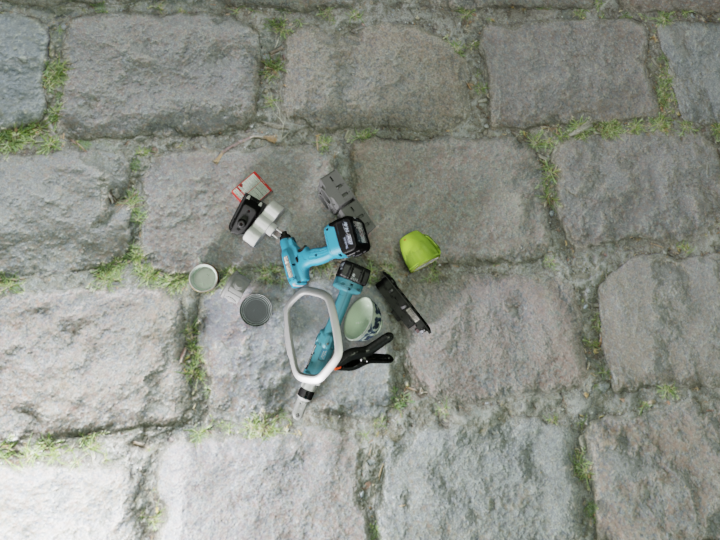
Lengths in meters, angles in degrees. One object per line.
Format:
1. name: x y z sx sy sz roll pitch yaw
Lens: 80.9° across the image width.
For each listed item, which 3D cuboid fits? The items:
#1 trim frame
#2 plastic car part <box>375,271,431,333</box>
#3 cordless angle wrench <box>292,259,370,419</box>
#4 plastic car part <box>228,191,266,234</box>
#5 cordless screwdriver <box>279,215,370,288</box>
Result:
1. trim frame: -0.127 0.159 1.073 0.189 0.026 0.256 -26 64 27
2. plastic car part: 0.109 0.092 1.147 0.068 0.065 0.204 -35 87 16
3. cordless angle wrench: -0.088 0.182 1.101 0.073 0.099 0.424 22 83 -8
4. plastic car part: -0.308 -0.138 1.122 0.064 0.073 0.116 31 101 -13
5. cordless screwdriver: -0.107 -0.070 1.090 0.255 0.071 0.163 -26 73 29
